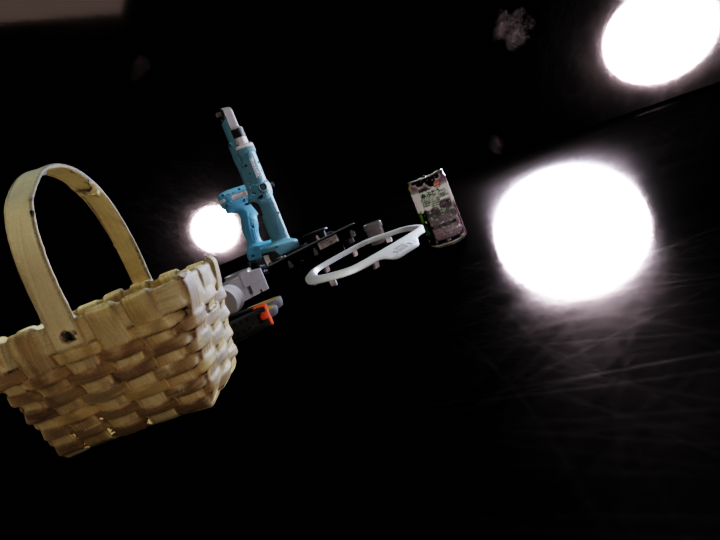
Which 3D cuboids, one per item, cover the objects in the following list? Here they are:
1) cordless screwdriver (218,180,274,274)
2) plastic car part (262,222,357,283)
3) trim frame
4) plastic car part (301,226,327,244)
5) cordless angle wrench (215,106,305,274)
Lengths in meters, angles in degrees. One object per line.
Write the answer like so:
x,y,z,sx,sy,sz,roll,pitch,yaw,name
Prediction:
-0.269,-0.118,1.150,0.155,0.246,0.077,-25,6,-28,cordless screwdriver
-0.095,-0.029,0.840,0.202,0.066,0.067,-23,8,-5,plastic car part
0.012,-0.027,0.722,0.242,0.027,0.191,-29,13,-36,trim frame
-0.101,-0.066,1.037,0.065,0.070,0.119,-22,9,-8,plastic car part
-0.250,-0.197,1.035,0.095,0.419,0.077,-25,6,-32,cordless angle wrench
